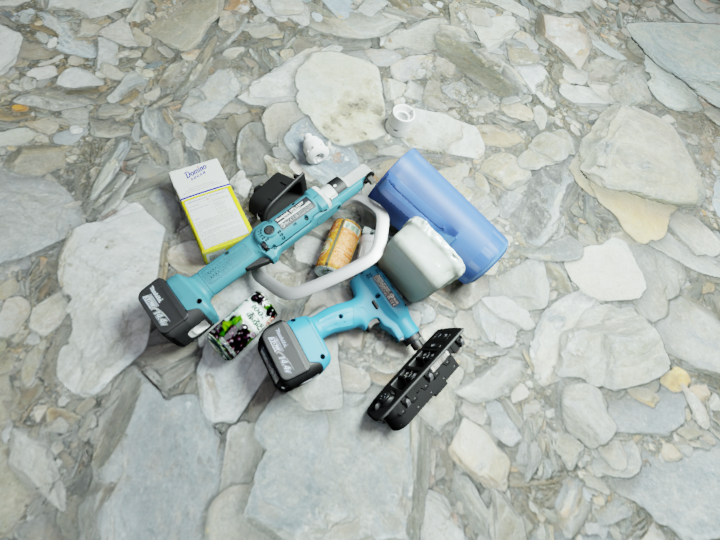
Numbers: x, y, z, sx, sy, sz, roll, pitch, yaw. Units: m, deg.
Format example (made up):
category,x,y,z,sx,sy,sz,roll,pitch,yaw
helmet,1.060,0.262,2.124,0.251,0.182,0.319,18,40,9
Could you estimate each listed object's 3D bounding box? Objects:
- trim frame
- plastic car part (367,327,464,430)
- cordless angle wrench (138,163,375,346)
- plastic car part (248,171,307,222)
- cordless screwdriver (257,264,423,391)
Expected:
category,x,y,z,sx,sy,sz,roll,pitch,yaw
trim frame,-0.069,-0.045,0.706,0.249,0.026,0.193,-27,51,2
plastic car part,0.092,0.172,0.662,0.200,0.069,0.066,-36,103,-25
cordless angle wrench,-0.143,-0.050,0.680,0.419,0.072,0.102,-39,70,-15
plastic car part,-0.160,-0.136,0.772,0.074,0.064,0.115,36,66,23
cordless screwdriver,-0.027,0.106,0.665,0.243,0.074,0.164,-29,73,-25
